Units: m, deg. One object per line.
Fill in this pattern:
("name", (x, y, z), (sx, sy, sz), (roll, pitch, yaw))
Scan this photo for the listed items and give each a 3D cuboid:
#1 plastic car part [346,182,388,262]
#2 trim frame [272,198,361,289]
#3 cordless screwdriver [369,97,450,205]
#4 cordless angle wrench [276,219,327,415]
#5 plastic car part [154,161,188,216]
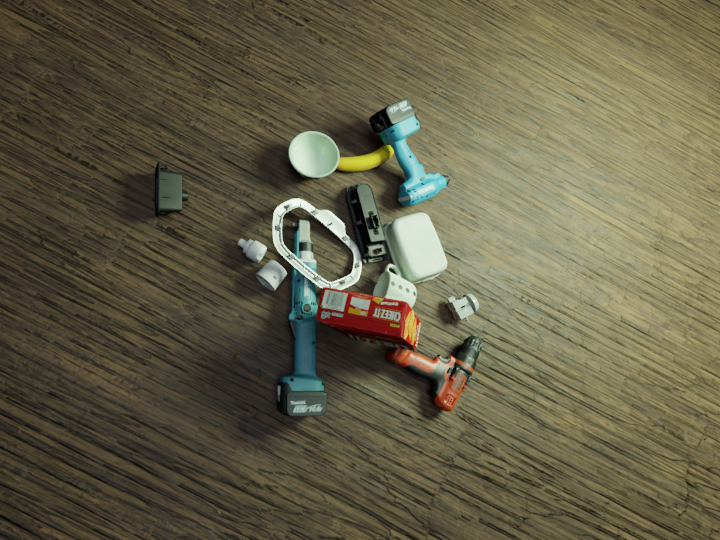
("plastic car part", (0.017, -0.124, 1.012), (0.065, 0.067, 0.208), (-11, 74, -16))
("trim frame", (-0.093, -0.061, 0.952), (0.244, 0.028, 0.184), (39, 48, -10))
("cordless screwdriver", (0.131, -0.297, 1.053), (0.155, 0.077, 0.246), (-26, 98, -28))
("cordless angle wrench", (-0.125, 0.088, 0.920), (0.095, 0.075, 0.431), (4, 71, -17))
("plastic car part", (-0.424, -0.175, 0.948), (0.068, 0.068, 0.118), (-3, 79, -29))
